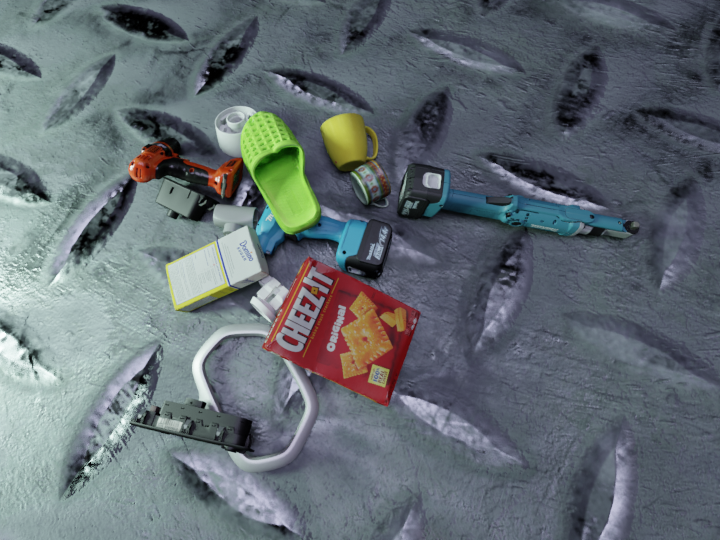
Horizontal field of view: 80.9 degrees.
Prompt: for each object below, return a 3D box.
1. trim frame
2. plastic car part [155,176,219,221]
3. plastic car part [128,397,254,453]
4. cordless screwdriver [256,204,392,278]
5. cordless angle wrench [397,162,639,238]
[{"bbox_3d":[-0.180,0.204,0.708,0.182,0.027,0.256,-32,73,-10],"label":"trim frame"},{"bbox_3d":[-0.350,-0.133,0.830,0.119,0.064,0.071,21,86,12],"label":"plastic car part"},{"bbox_3d":[-0.253,0.242,0.665,0.209,0.064,0.068,10,56,15],"label":"plastic car part"},{"bbox_3d":[-0.076,-0.050,0.775,0.255,0.072,0.160,20,74,13],"label":"cordless screwdriver"},{"bbox_3d":[0.286,-0.111,0.776,0.425,0.096,0.075,11,71,2],"label":"cordless angle wrench"}]
